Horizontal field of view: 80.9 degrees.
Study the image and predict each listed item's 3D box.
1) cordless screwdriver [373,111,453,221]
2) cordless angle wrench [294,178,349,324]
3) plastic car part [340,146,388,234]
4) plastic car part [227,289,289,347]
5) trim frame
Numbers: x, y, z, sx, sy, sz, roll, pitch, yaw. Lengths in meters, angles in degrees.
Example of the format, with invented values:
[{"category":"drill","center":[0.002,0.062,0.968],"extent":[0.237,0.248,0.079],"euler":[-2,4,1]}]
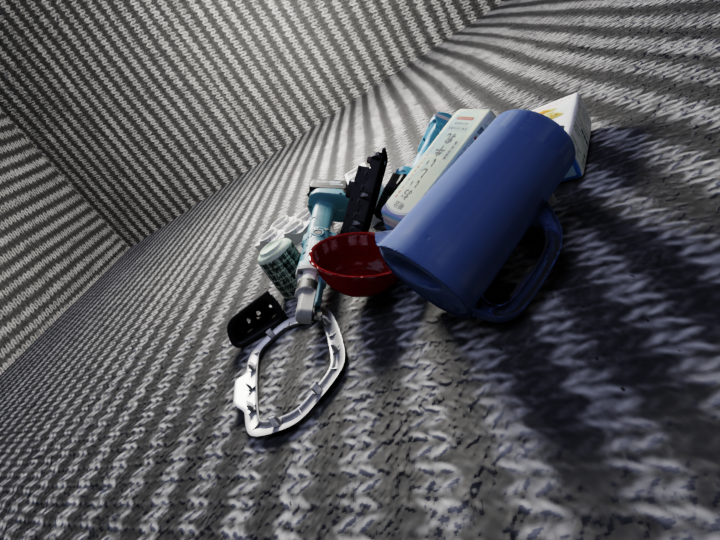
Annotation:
[{"category":"cordless screwdriver","center":[0.106,-0.180,0.824],"extent":[0.249,0.075,0.157],"euler":[-60,-4,-32]},{"category":"cordless angle wrench","center":[-0.079,-0.052,0.811],"extent":[0.098,0.072,0.433],"euler":[2,36,1]},{"category":"plastic car part","center":[0.003,-0.130,0.792],"extent":[0.065,0.068,0.204],"euler":[75,-154,-83]},{"category":"plastic car part","center":[-0.193,0.086,0.791],"extent":[0.117,0.065,0.071],"euler":[-34,8,11]},{"category":"trim frame","center":[-0.109,0.137,0.629],"extent":[0.185,0.026,0.258],"euler":[-35,27,4]}]
